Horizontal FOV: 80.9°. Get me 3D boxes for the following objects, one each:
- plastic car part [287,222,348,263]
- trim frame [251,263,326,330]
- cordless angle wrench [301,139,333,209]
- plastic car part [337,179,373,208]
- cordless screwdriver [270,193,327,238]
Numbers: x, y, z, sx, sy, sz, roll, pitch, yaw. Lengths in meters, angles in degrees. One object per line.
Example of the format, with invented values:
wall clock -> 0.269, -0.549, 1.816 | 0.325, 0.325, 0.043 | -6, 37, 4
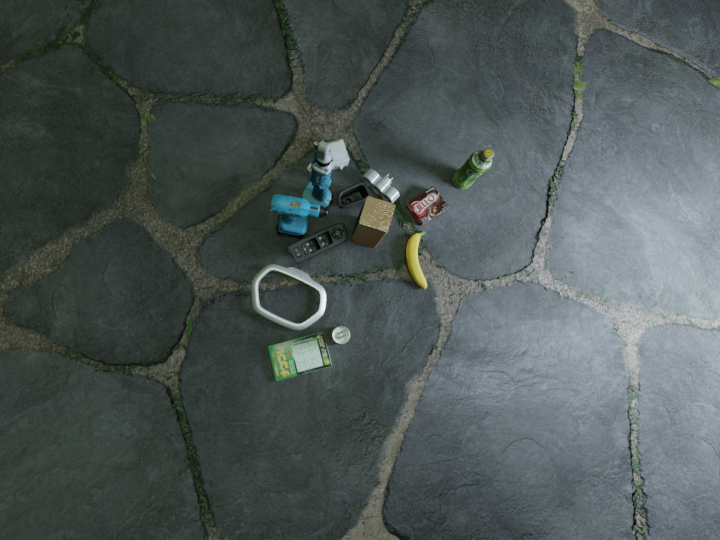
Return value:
plastic car part -> -0.133, -0.087, 1.362 | 0.201, 0.067, 0.067 | -27, 82, -9
trim frame -> -0.228, 0.081, 1.338 | 0.250, 0.027, 0.185 | 23, 77, 3
cordless angle wrench -> -0.116, -0.266, 1.224 | 0.098, 0.421, 0.074 | 27, 78, -3
plastic car part -> -0.029, -0.240, 1.401 | 0.115, 0.070, 0.067 | -24, 82, -9
cordless screwdriver -> -0.185, -0.160, 1.284 | 0.158, 0.248, 0.075 | 10, 79, -5
